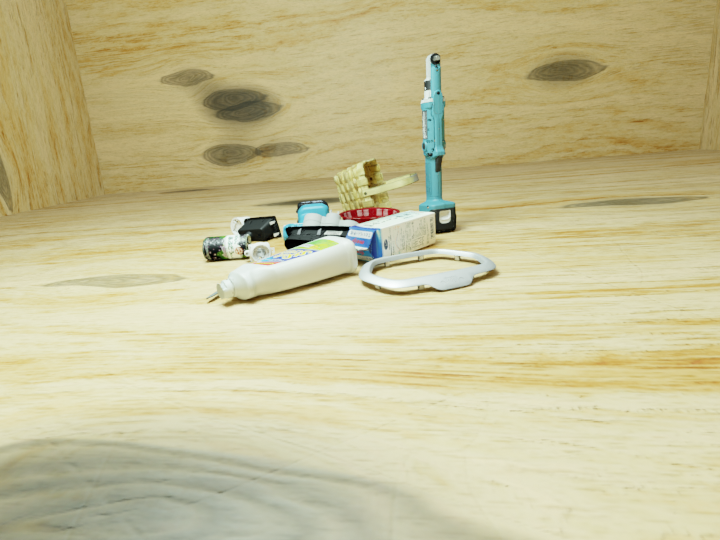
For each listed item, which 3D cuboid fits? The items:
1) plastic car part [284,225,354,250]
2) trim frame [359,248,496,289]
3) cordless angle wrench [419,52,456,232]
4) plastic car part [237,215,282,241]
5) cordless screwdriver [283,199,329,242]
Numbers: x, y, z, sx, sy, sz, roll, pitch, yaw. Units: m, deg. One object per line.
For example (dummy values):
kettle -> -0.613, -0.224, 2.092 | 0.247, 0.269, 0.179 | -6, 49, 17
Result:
plastic car part -> -0.094, -0.061, 0.956 | 0.213, 0.063, 0.067 | 8, 46, 33
trim frame -> 0.116, -0.003, 0.758 | 0.242, 0.027, 0.192 | -9, 17, -19
cordless angle wrench -> 0.182, -0.306, 1.041 | 0.073, 0.416, 0.101 | -7, 14, -14
plastic car part -> -0.286, -0.107, 1.158 | 0.121, 0.064, 0.070 | 0, 30, 26
cordless screwdriver -> -0.115, -0.132, 1.159 | 0.160, 0.073, 0.253 | -4, 21, 3
